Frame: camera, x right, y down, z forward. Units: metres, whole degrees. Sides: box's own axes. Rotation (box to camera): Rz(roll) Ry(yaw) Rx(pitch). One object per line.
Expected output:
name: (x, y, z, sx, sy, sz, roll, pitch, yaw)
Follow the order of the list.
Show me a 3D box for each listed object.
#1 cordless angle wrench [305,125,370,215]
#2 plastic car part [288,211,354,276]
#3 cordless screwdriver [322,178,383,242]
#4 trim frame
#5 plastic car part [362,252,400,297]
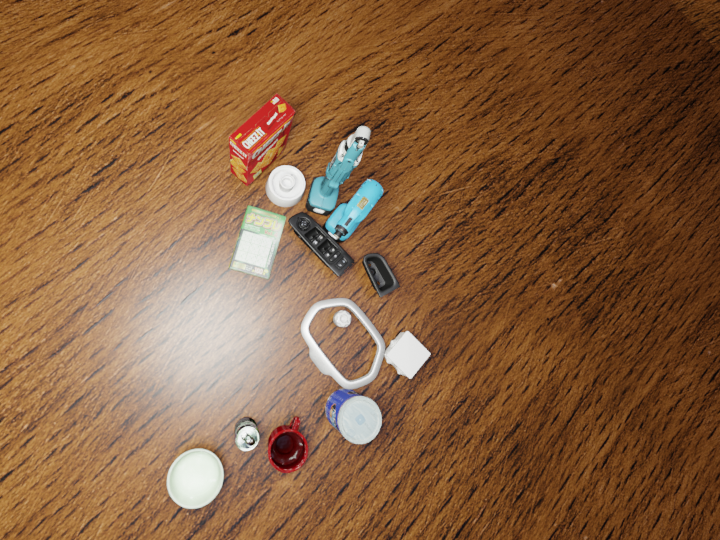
cordless angle wrench: (-0.052, -0.229, 0.982, 0.073, 0.428, 0.099, 16, 78, -14)
plastic car part: (-0.110, -0.072, 1.124, 0.066, 0.067, 0.203, -43, 90, -17)
cordless screwdriver: (-0.038, -0.123, 1.054, 0.074, 0.252, 0.159, 38, 74, -8)
trim frame: (-0.045, 0.187, 1.104, 0.182, 0.028, 0.249, -39, 88, -16)
plastic car part: (0.043, 0.009, 1.137, 0.065, 0.071, 0.117, -27, 86, -17)
